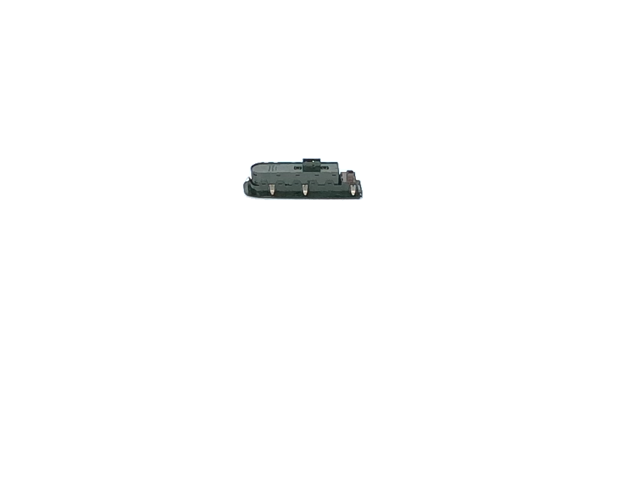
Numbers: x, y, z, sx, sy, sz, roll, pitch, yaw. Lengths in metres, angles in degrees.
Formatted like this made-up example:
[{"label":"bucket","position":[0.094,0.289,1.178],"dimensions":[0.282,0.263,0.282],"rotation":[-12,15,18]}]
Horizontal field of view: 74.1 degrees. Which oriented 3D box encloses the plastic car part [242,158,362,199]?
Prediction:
[{"label":"plastic car part","position":[-0.033,-0.102,0.711],"dimensions":[0.203,0.067,0.066],"rotation":[-3,43,-1]}]
